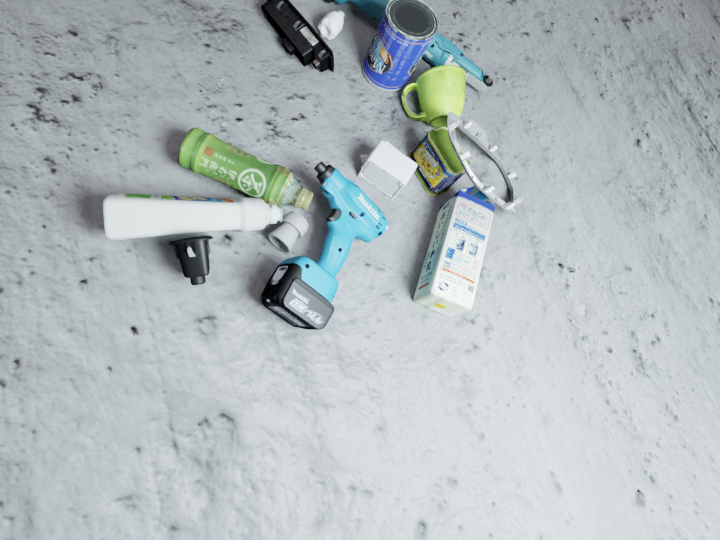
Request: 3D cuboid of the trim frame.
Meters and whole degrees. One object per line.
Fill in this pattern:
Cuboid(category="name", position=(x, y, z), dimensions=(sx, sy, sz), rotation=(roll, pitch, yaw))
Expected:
Cuboid(category="trim frame", position=(0.232, -0.195, 0.770), dimensions=(0.235, 0.028, 0.190), rotation=(22, 50, -37))

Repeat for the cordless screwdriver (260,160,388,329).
Cuboid(category="cordless screwdriver", position=(-0.065, -0.042, 0.661), dimensions=(0.153, 0.077, 0.249), rotation=(44, 62, -23))

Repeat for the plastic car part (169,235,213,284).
Cuboid(category="plastic car part", position=(-0.243, -0.015, 0.620), dimensions=(0.064, 0.121, 0.070), rotation=(-11, 100, -19))

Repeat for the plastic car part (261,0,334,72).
Cuboid(category="plastic car part", position=(-0.130, -0.468, 0.832), dimensions=(0.067, 0.065, 0.206), rotation=(-34, 82, 4))

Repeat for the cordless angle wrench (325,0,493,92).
Cuboid(category="cordless angle wrench", position=(0.101, -0.508, 0.886), dimensions=(0.420, 0.099, 0.074), rotation=(36, 67, -4))
